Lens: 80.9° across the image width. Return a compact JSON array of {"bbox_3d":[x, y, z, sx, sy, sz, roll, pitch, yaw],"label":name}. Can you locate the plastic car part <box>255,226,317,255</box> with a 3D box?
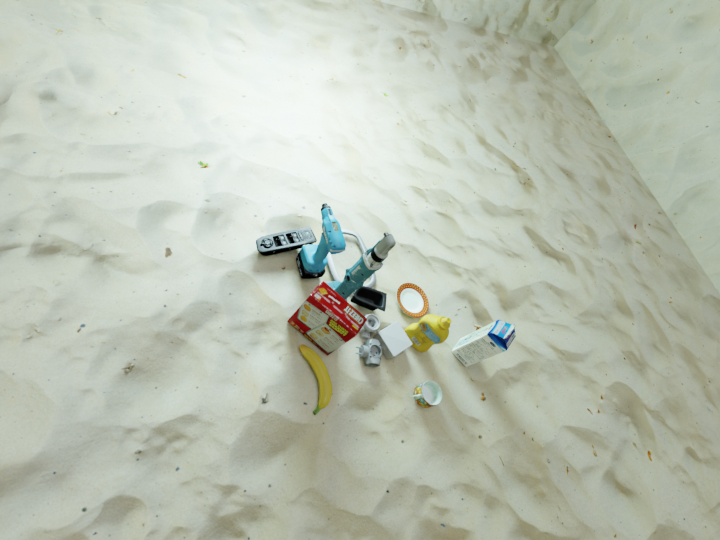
[{"bbox_3d":[-0.249,-0.090,1.377,0.196,0.067,0.068,-13,69,-30],"label":"plastic car part"}]

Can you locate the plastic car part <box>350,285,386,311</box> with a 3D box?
[{"bbox_3d":[0.018,0.096,1.380,0.114,0.071,0.067,20,56,-14],"label":"plastic car part"}]

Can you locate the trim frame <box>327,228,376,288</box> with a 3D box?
[{"bbox_3d":[-0.034,-0.036,1.464,0.177,0.027,0.257,-9,65,-28],"label":"trim frame"}]

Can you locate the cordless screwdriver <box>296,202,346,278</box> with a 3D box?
[{"bbox_3d":[-0.128,-0.084,1.313,0.071,0.250,0.164,-3,65,-29],"label":"cordless screwdriver"}]

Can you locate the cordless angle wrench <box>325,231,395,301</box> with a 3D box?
[{"bbox_3d":[-0.014,0.017,1.193,0.071,0.426,0.101,-8,68,-31],"label":"cordless angle wrench"}]
